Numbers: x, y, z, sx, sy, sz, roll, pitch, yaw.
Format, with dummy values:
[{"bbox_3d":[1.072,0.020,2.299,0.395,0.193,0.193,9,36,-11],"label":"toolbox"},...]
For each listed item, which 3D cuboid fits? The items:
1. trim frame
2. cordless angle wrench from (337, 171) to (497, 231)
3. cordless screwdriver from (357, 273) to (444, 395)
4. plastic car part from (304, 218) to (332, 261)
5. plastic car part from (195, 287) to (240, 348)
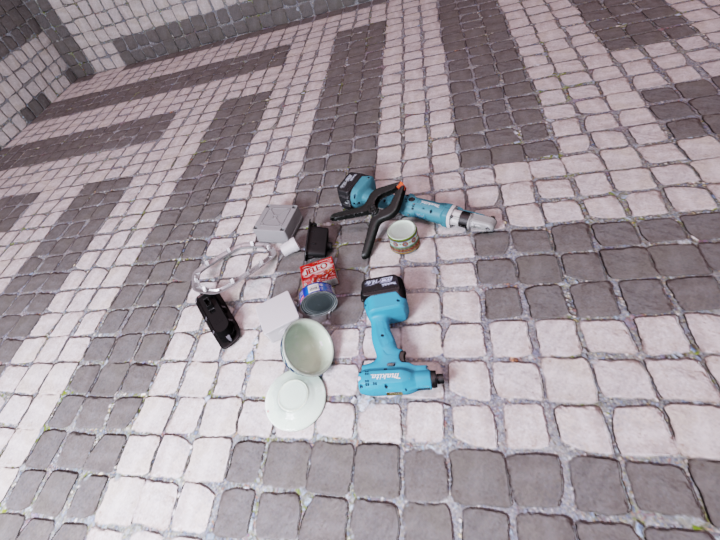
[{"bbox_3d":[-0.342,-0.015,1.137,0.195,0.026,0.243,22,46,39],"label":"trim frame"},{"bbox_3d":[0.136,-0.169,1.106,0.445,0.071,0.097,20,59,30],"label":"cordless angle wrench"},{"bbox_3d":[0.076,0.129,0.863,0.162,0.071,0.256,-9,52,12],"label":"cordless screwdriver"},{"bbox_3d":[-0.109,-0.072,1.120,0.071,0.064,0.120,0,52,0],"label":"plastic car part"},{"bbox_3d":[-0.358,0.106,1.050,0.065,0.064,0.215,-30,49,-18],"label":"plastic car part"}]
